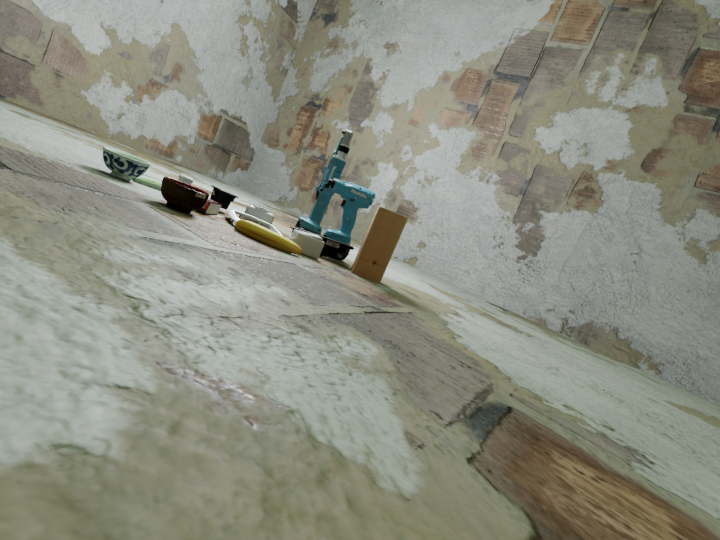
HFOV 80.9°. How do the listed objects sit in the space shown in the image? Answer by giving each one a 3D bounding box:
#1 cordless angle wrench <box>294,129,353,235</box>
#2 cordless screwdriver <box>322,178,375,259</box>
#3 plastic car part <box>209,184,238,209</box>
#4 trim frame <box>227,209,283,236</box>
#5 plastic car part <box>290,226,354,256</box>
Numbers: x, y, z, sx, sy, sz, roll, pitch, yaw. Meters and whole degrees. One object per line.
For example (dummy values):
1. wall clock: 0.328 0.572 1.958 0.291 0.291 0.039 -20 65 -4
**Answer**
1. cordless angle wrench: -0.119 -0.299 1.511 0.099 0.422 0.074 24 5 5
2. cordless screwdriver: -0.070 -0.167 1.372 0.159 0.248 0.075 23 5 -1
3. plastic car part: -0.438 -0.220 1.313 0.067 0.071 0.115 24 6 4
4. trim frame: -0.300 -0.128 1.231 0.177 0.027 0.260 20 7 -25
5. plastic car part: -0.126 -0.082 1.289 0.201 0.067 0.067 23 6 -5
